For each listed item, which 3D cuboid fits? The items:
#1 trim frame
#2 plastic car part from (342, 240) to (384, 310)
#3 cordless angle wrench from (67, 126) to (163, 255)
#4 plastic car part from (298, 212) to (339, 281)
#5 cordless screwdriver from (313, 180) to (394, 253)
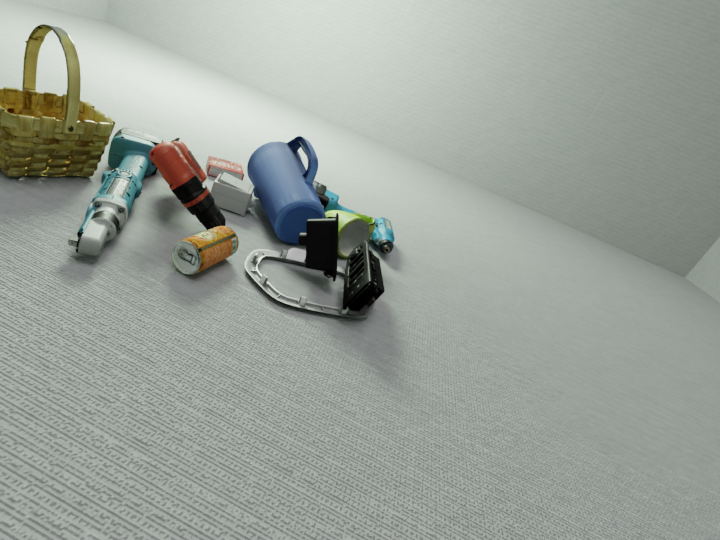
[{"bbox_3d":[-0.082,0.015,0.742,0.240,0.027,0.192,11,25,-21],"label":"trim frame"},{"bbox_3d":[0.010,0.007,0.744,0.065,0.066,0.208,28,22,-17],"label":"plastic car part"},{"bbox_3d":[-0.416,-0.146,0.734,0.094,0.074,0.443,12,28,-25],"label":"cordless angle wrench"},{"bbox_3d":[-0.072,-0.047,0.738,0.071,0.114,0.067,0,24,2],"label":"plastic car part"},{"bbox_3d":[-0.031,-0.122,1.020,0.245,0.074,0.162,24,23,-9],"label":"cordless screwdriver"}]
